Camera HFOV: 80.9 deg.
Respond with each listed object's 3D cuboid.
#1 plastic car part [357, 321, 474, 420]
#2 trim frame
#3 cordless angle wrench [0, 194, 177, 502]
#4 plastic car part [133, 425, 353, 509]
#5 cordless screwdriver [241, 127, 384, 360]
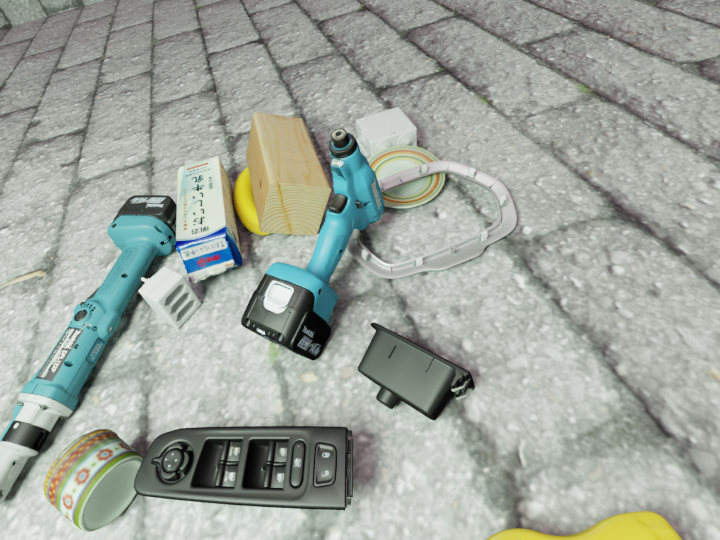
[{"bbox_3d":[0.048,0.112,0.439,0.123,0.062,0.071,21,70,31],"label":"plastic car part"},{"bbox_3d":[0.094,-0.079,0.598,0.246,0.026,0.192,-21,58,-7],"label":"trim frame"},{"bbox_3d":[-0.354,0.071,0.558,0.100,0.071,0.431,1,52,12],"label":"cordless angle wrench"},{"bbox_3d":[-0.107,0.185,0.398,0.205,0.064,0.068,-1,56,7],"label":"plastic car part"},{"bbox_3d":[-0.048,-0.032,0.496,0.078,0.152,0.249,18,68,23],"label":"cordless screwdriver"}]
